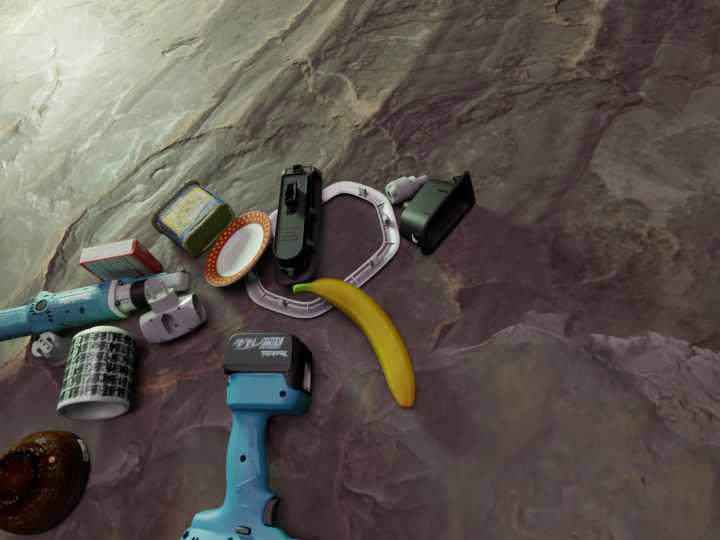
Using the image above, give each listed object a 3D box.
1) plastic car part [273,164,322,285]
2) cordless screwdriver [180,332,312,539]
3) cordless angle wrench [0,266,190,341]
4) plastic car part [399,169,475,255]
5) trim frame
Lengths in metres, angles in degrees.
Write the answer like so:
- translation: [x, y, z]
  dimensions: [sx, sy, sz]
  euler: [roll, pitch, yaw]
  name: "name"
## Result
- translation: [-0.091, -0.077, 0.600]
  dimensions: [0.067, 0.065, 0.208]
  euler: [-2, 62, 2]
  name: "plastic car part"
- translation: [-0.093, 0.198, 0.458]
  dimensions: [0.163, 0.071, 0.254]
  euler: [0, 64, 13]
  name: "cordless screwdriver"
- translation: [-0.455, 0.061, 0.626]
  dimensions: [0.425, 0.071, 0.101]
  euler: [-12, 59, 4]
  name: "cordless angle wrench"
- translation: [0.096, -0.085, 0.589]
  dimensions: [0.116, 0.062, 0.075]
  euler: [-46, 47, -11]
  name: "plastic car part"
- translation: [-0.060, -0.039, 0.614]
  dimensions: [0.247, 0.026, 0.194]
  euler: [-39, 59, -9]
  name: "trim frame"
